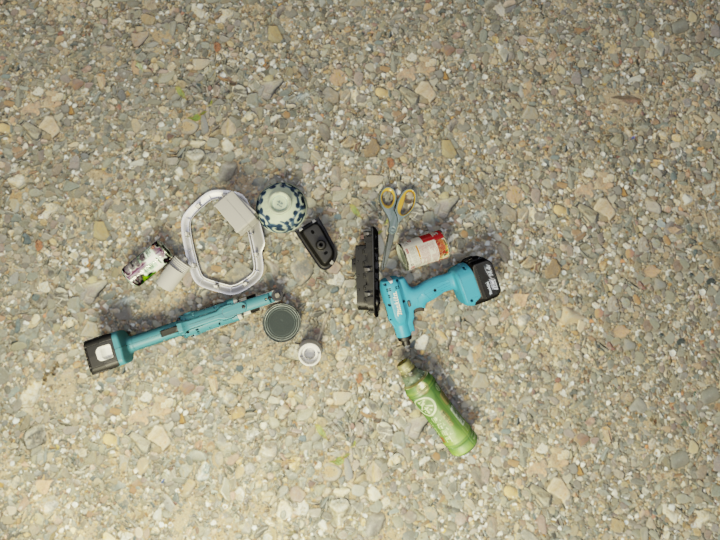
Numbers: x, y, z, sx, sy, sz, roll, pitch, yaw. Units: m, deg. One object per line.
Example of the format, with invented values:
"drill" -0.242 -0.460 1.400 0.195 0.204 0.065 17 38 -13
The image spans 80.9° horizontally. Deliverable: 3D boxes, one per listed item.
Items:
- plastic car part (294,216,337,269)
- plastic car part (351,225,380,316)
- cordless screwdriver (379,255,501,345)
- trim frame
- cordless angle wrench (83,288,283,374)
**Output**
"plastic car part" -0.093 -0.061 0.953 0.066 0.070 0.118 -32 84 -4
"plastic car part" 0.014 0.005 0.952 0.068 0.065 0.204 -6 84 6
"cordless screwdriver" 0.178 0.065 0.943 0.249 0.075 0.157 -16 97 0
"trim frame" -0.315 -0.067 0.973 0.183 0.027 0.251 -14 83 -3
"cordless angle wrench" -0.372 0.118 0.927 0.419 0.098 0.075 -18 88 -7
